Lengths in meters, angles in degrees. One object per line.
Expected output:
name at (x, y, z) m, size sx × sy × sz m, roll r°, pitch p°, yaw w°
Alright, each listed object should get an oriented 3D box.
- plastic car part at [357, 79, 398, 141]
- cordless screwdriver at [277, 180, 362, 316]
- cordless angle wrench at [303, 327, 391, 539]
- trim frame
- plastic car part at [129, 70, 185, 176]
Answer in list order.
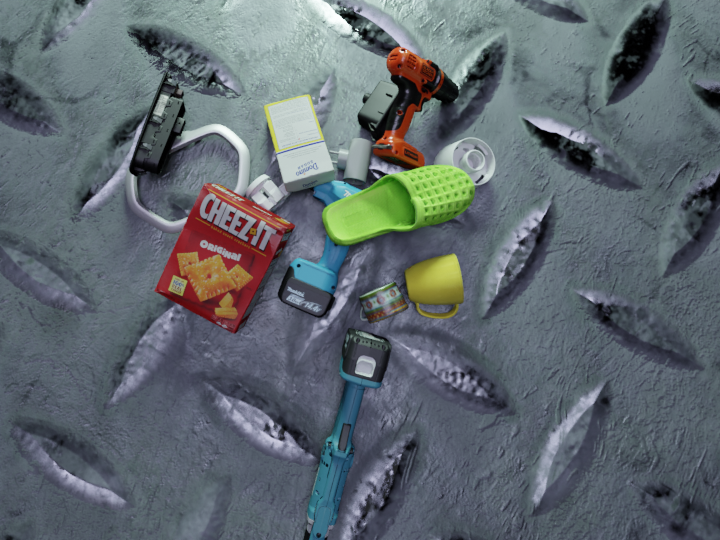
plastic car part at (0.034, -0.311, 0.806) m, size 0.073 × 0.064 × 0.116 m, roll 26°, pitch 81°, yaw 14°
cordless screwdriver at (-0.075, -0.049, 0.768) m, size 0.161 × 0.073 × 0.249 m, roll 27°, pitch 81°, yaw 4°
cordless angle wrench at (-0.039, 0.316, 0.723) m, size 0.074 × 0.098 × 0.423 m, roll 15°, pitch 88°, yaw -2°
trim frame at (-0.326, -0.178, 0.805) m, size 0.248 × 0.027 × 0.185 m, roll -28°, pitch 85°, yaw -1°
plastic car part at (-0.368, -0.259, 0.783) m, size 0.065 × 0.068 × 0.204 m, roll 22°, pitch 74°, yaw -16°
